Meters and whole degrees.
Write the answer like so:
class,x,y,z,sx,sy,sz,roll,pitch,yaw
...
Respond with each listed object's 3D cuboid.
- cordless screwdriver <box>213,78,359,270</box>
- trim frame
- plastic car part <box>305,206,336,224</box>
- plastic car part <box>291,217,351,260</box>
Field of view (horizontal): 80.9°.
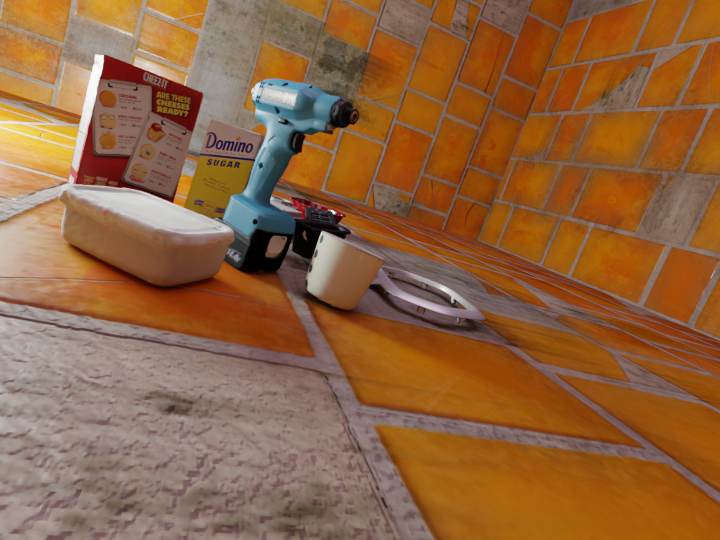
class,x,y,z,sx,sy,sz,roll,pitch,yaw
cordless screwdriver,-0.102,-0.117,0.550,0.168,0.247,0.071,26,12,32
trim frame,0.098,0.035,0.706,0.182,0.027,0.254,17,12,-9
plastic car part,-0.090,-0.090,0.897,0.065,0.067,0.208,17,11,-12
plastic car part,-0.070,-0.046,0.712,0.070,0.070,0.110,28,14,39
